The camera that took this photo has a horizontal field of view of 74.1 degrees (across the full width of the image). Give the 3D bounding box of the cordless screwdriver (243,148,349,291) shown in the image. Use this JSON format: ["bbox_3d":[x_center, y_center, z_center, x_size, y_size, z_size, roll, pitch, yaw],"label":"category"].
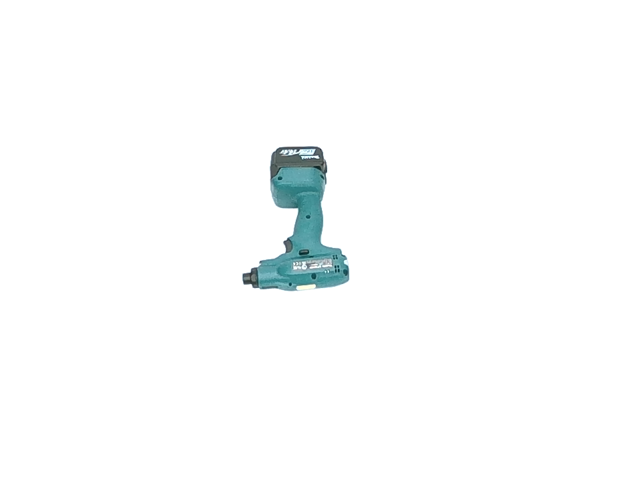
[{"bbox_3d":[-0.049,-0.033,0.691,0.159,0.248,0.074,-6,-29,-4],"label":"cordless screwdriver"}]
